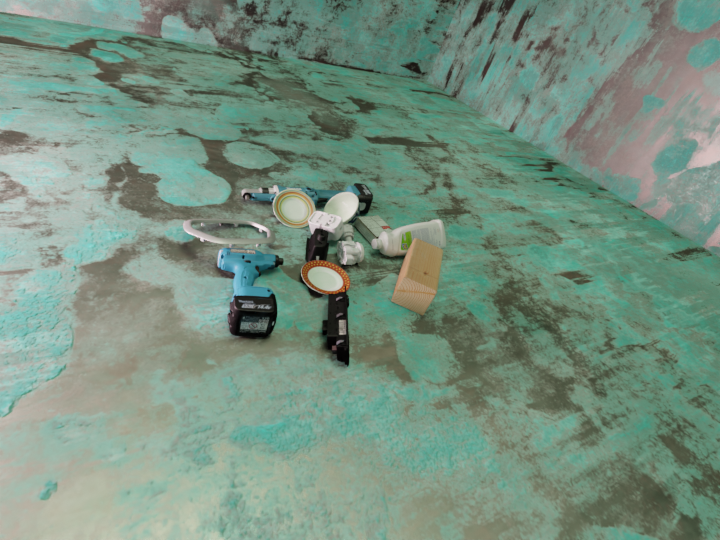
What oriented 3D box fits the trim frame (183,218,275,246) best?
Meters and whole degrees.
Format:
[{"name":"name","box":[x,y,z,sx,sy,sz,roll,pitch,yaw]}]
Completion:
[{"name":"trim frame","box":[-0.331,-0.100,1.088,0.237,0.027,0.195,-7,29,-42]}]

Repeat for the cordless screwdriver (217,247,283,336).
[{"name":"cordless screwdriver","box":[-0.232,0.035,0.954,0.154,0.073,0.261,2,35,-23]}]

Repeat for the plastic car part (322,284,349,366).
[{"name":"plastic car part","box":[-0.051,0.115,0.943,0.068,0.064,0.208,-6,37,7]}]

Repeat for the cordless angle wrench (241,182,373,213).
[{"name":"cordless angle wrench","box":[-0.168,-0.236,1.349,0.409,0.073,0.103,-1,40,-22]}]

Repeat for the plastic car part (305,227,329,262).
[{"name":"plastic car part","box":[-0.113,-0.074,1.152,0.065,0.070,0.120,13,33,-9]}]
